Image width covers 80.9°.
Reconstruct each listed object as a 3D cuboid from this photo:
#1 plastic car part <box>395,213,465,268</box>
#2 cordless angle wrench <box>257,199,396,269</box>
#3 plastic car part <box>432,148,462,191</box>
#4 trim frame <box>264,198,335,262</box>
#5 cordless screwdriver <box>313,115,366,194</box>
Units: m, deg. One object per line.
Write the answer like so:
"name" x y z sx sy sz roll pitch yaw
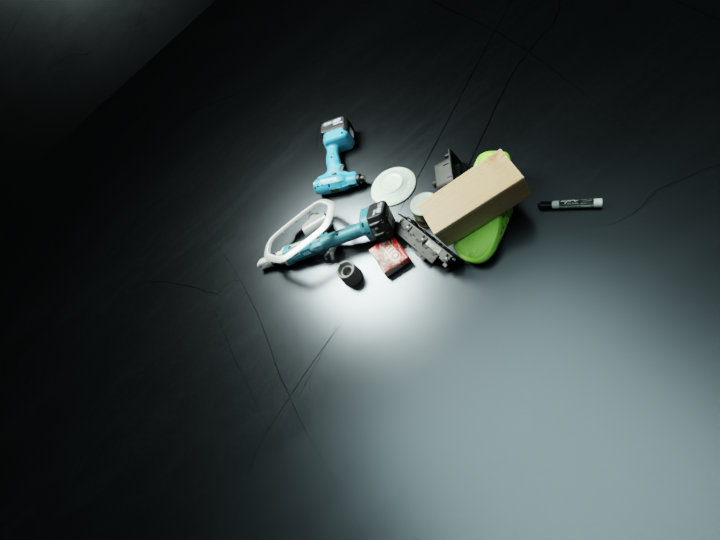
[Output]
"plastic car part" 0.155 -0.066 1.019 0.214 0.063 0.067 51 118 37
"cordless angle wrench" -0.113 -0.074 1.157 0.435 0.071 0.099 -18 28 24
"plastic car part" 0.219 -0.239 1.083 0.073 0.062 0.119 -16 59 38
"trim frame" -0.169 -0.110 1.172 0.249 0.026 0.193 -39 36 6
"cordless screwdriver" -0.055 -0.350 1.285 0.165 0.070 0.254 -7 64 25
